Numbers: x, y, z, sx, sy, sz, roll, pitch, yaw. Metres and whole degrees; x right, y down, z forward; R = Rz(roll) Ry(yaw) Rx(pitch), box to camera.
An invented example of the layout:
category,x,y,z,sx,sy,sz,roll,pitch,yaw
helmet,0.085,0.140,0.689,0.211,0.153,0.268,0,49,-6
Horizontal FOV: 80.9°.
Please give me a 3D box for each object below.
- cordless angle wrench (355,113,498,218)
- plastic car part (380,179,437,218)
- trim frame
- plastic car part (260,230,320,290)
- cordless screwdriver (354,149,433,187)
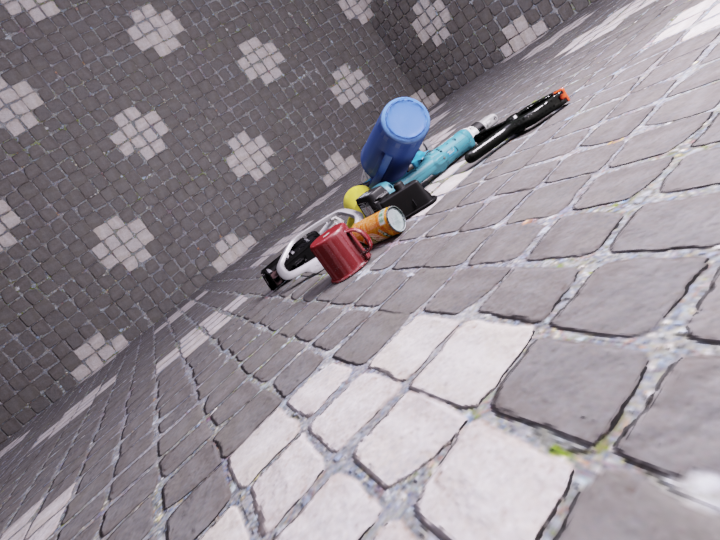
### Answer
category,x,y,z,sx,sy,sz,roll,pitch,yaw
cordless angle wrench,0.178,-0.258,1.004,0.419,0.073,0.101,-38,13,-14
plastic car part,0.088,-0.145,0.859,0.119,0.069,0.066,-33,13,27
trim frame,-0.098,-0.064,1.004,0.251,0.026,0.191,-31,34,10
plastic car part,-0.161,-0.032,1.094,0.070,0.064,0.200,-2,36,52
cordless screwdriver,0.093,-0.256,1.178,0.246,0.073,0.164,-37,14,-14
